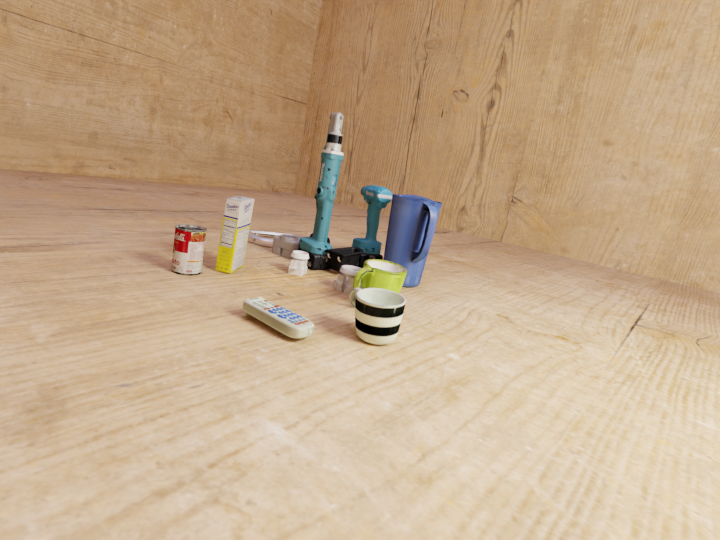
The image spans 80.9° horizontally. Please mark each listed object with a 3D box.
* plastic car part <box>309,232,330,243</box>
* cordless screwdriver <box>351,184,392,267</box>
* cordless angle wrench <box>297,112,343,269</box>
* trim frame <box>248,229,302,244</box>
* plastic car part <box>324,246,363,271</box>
[{"bbox_3d":[-0.134,-0.088,1.369,0.066,0.066,0.206,9,13,-5],"label":"plastic car part"},{"bbox_3d":[0.023,-0.135,1.283,0.072,0.246,0.166,6,12,-24],"label":"cordless screwdriver"},{"bbox_3d":[-0.095,-0.214,1.152,0.071,0.419,0.104,1,14,-42],"label":"cordless angle wrench"},{"bbox_3d":[-0.287,-0.110,1.443,0.238,0.027,0.194,1,15,-32],"label":"trim frame"},{"bbox_3d":[-0.040,-0.025,1.160,0.070,0.070,0.111,19,15,37],"label":"plastic car part"}]
